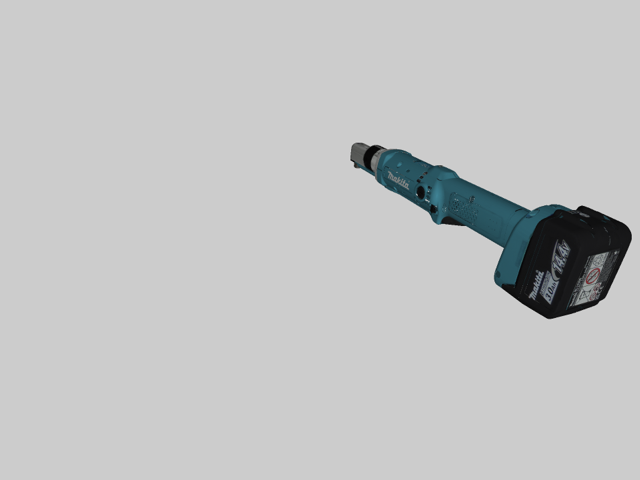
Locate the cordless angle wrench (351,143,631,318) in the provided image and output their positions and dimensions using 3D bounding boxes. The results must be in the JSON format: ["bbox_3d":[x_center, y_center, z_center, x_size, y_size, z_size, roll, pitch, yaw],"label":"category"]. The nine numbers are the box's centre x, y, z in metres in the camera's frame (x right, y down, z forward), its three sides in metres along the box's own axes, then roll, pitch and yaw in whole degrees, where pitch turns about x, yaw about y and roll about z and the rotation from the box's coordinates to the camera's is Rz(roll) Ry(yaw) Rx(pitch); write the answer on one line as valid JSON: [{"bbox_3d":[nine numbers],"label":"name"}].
[{"bbox_3d":[0.148,-0.060,0.536,0.074,0.098,0.422,-8,30,-24],"label":"cordless angle wrench"}]
